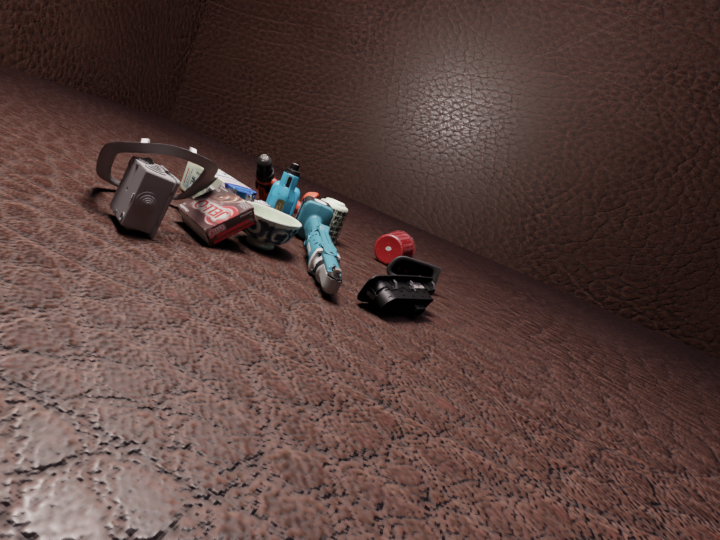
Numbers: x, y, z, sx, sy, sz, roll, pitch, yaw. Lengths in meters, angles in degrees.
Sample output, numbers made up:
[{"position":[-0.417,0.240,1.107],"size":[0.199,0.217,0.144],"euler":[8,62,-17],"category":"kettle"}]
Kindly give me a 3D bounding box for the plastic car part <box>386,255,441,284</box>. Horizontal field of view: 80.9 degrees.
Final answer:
[{"position":[0.119,0.005,0.998],"size":[0.118,0.066,0.070],"euler":[21,-4,5],"category":"plastic car part"}]

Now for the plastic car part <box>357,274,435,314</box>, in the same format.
[{"position":[0.070,0.047,0.725],"size":[0.192,0.067,0.070],"euler":[11,43,-49],"category":"plastic car part"}]

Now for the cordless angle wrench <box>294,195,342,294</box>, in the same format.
[{"position":[-0.081,-0.053,0.830],"size":[0.072,0.097,0.437],"euler":[20,17,-17],"category":"cordless angle wrench"}]

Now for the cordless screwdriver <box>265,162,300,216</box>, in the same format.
[{"position":[-0.177,-0.171,0.975],"size":[0.073,0.158,0.254],"euler":[21,10,-12],"category":"cordless screwdriver"}]

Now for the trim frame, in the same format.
[{"position":[-0.333,-0.161,0.700],"size":[0.175,0.028,0.257],"euler":[11,-15,-33],"category":"trim frame"}]
